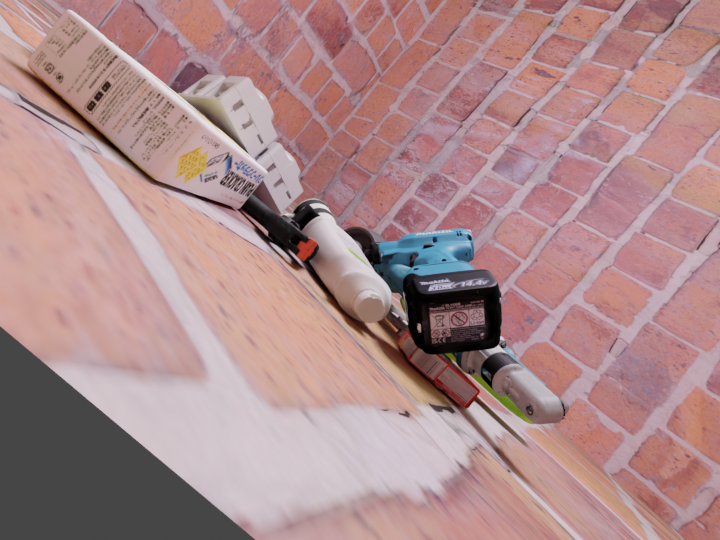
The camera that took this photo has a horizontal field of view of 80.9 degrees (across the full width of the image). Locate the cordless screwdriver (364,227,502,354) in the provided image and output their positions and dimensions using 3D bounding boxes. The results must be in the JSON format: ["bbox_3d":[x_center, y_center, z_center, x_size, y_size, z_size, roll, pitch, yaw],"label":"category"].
[{"bbox_3d":[0.080,0.008,0.544,0.251,0.161,0.072,-78,161,-67],"label":"cordless screwdriver"}]

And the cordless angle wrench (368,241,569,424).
[{"bbox_3d":[0.112,0.059,0.585,0.095,0.073,0.440,0,21,-17],"label":"cordless angle wrench"}]

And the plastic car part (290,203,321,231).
[{"bbox_3d":[-0.072,-0.047,0.740,0.121,0.066,0.068,45,-10,22],"label":"plastic car part"}]

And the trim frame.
[{"bbox_3d":[0.065,0.086,0.722,0.238,0.027,0.192,37,5,-24],"label":"trim frame"}]
